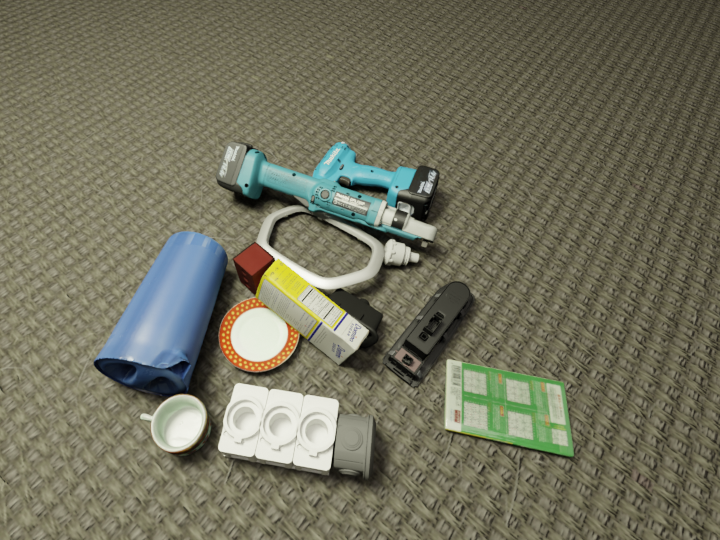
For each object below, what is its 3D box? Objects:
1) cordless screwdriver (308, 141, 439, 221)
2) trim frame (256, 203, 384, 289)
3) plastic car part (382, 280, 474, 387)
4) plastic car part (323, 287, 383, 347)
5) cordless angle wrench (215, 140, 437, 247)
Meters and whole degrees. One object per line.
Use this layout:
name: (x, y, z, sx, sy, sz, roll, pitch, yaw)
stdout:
cordless screwdriver: (0.020, -0.167, 0.852, 0.257, 0.072, 0.159, 21, 58, 17)
trim frame: (-0.076, -0.050, 0.778, 0.260, 0.027, 0.182, 27, 51, 25)
plastic car part: (0.120, 0.085, 0.689, 0.069, 0.065, 0.200, 31, 58, 24)
plastic car part: (-0.015, 0.071, 0.700, 0.120, 0.065, 0.070, 26, 45, 12)
cordless angle wrench: (-0.064, -0.137, 0.794, 0.433, 0.073, 0.098, 20, 93, 11)
